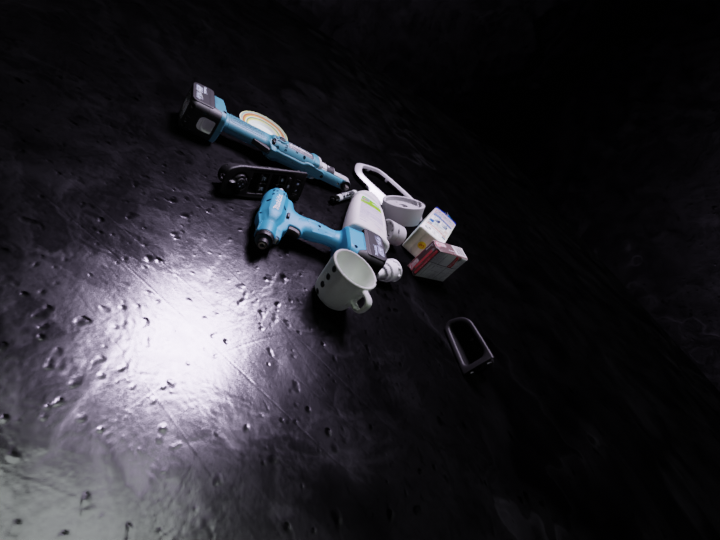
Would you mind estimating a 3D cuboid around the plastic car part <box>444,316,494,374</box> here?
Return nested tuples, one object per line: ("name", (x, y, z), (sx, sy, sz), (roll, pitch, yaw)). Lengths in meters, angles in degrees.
("plastic car part", (0.222, 0.151, 0.835), (0.067, 0.067, 0.121), (39, 23, -35))

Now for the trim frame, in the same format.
("trim frame", (0.080, -0.225, 1.216), (0.251, 0.028, 0.181), (43, 29, 4))

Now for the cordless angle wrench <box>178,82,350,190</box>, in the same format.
("cordless angle wrench", (-0.189, -0.273, 0.948), (0.402, 0.075, 0.102), (20, 36, -33))

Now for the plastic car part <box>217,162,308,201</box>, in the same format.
("plastic car part", (-0.194, -0.178, 0.819), (0.070, 0.066, 0.195), (42, 29, 23))

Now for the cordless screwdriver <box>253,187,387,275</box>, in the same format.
("cordless screwdriver", (-0.075, -0.049, 0.766), (0.242, 0.074, 0.163), (25, 33, -15))
